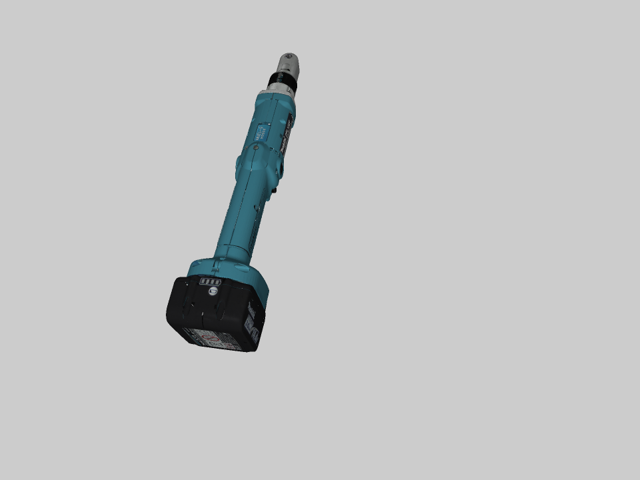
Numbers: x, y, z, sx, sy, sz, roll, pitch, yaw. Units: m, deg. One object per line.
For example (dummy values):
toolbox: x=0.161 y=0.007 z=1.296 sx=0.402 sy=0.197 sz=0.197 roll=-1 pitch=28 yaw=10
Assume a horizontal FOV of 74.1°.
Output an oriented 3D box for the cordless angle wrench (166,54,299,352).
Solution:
cordless angle wrench: x=-0.073 y=-0.085 z=0.511 sx=0.074 sy=0.421 sz=0.098 roll=5 pitch=-30 yaw=7
